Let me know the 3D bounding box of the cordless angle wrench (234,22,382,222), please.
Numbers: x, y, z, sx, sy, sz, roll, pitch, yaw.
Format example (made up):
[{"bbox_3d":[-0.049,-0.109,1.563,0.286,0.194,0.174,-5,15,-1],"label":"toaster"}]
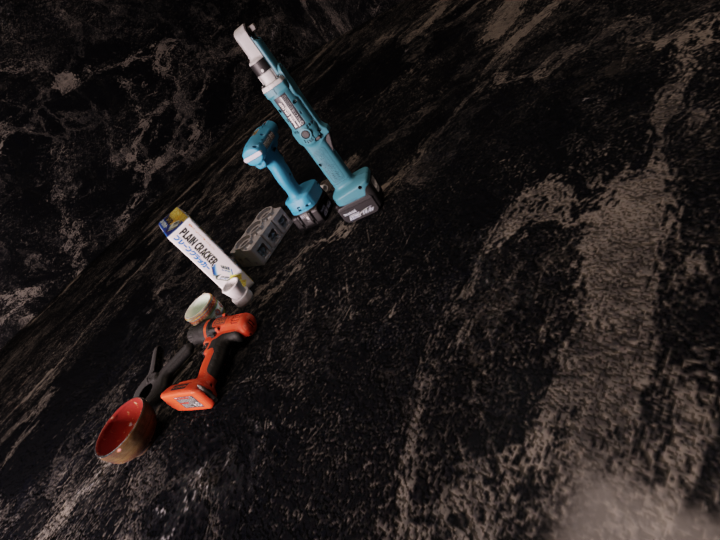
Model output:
[{"bbox_3d":[-0.099,-0.273,0.815,0.100,0.404,0.076,-23,33,25],"label":"cordless angle wrench"}]

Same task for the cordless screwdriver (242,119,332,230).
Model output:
[{"bbox_3d":[-0.160,-0.223,0.971,0.076,0.237,0.162,-21,34,28],"label":"cordless screwdriver"}]
